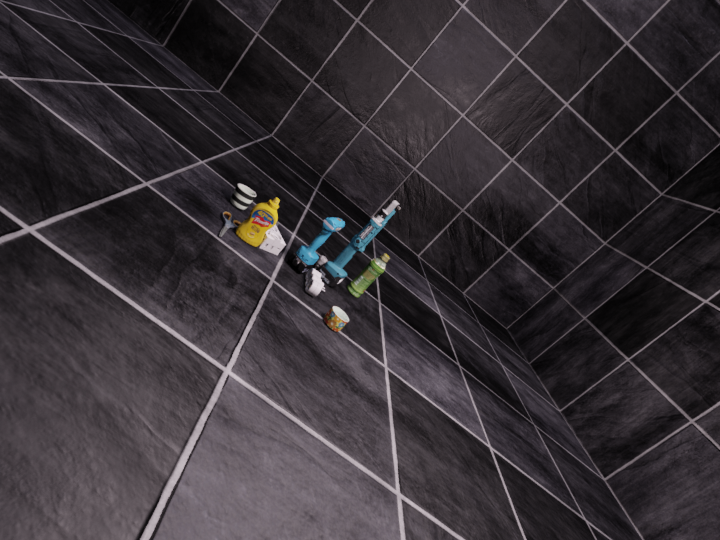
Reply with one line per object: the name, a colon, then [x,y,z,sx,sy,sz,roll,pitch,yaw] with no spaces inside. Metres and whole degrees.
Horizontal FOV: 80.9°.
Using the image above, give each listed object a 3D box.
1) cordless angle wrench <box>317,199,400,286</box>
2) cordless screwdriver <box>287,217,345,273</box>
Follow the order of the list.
cordless angle wrench: [-0.002,-0.111,1.651,0.101,0.425,0.072,48,18,15]
cordless screwdriver: [-0.156,-0.102,1.596,0.076,0.250,0.155,45,18,8]
